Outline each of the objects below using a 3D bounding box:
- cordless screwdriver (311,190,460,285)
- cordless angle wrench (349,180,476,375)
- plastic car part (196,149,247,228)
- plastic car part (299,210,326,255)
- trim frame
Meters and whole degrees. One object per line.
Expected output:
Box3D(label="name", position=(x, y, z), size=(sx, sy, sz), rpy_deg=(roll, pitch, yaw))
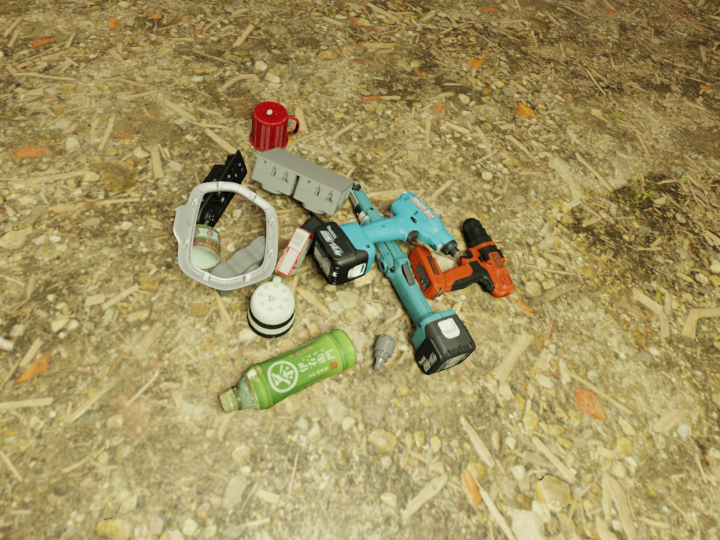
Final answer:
Box3D(label="cordless screwdriver", position=(0.047, -0.047, 0.755), size=(0.243, 0.072, 0.167), rpy_deg=(-25, 58, -25))
Box3D(label="cordless angle wrench", position=(0.067, -0.014, 0.822), size=(0.072, 0.096, 0.442), rpy_deg=(-14, 57, -21))
Box3D(label="plastic car part", position=(-0.298, -0.160, 0.860), size=(0.068, 0.064, 0.206), rpy_deg=(10, 56, 5))
Box3D(label="plastic car part", position=(-0.082, -0.053, 0.835), size=(0.121, 0.064, 0.070), rpy_deg=(40, 73, 18))
Box3D(label="trim frame", position=(-0.237, -0.072, 0.757), size=(0.179, 0.027, 0.257), rpy_deg=(8, 52, -17))
